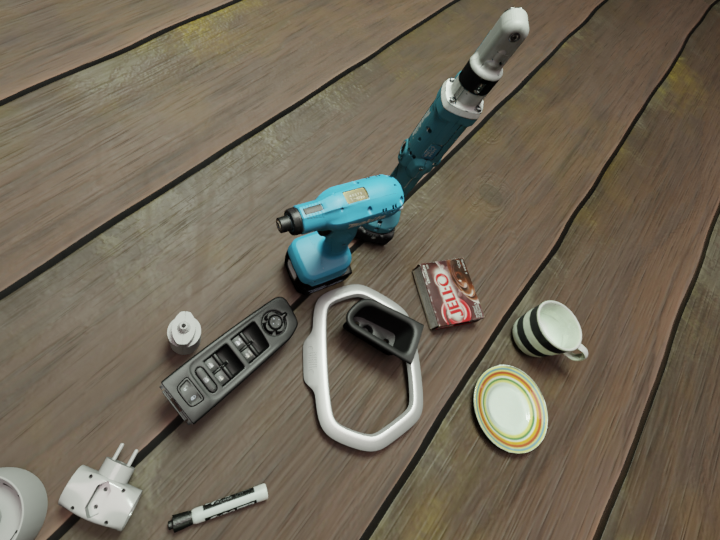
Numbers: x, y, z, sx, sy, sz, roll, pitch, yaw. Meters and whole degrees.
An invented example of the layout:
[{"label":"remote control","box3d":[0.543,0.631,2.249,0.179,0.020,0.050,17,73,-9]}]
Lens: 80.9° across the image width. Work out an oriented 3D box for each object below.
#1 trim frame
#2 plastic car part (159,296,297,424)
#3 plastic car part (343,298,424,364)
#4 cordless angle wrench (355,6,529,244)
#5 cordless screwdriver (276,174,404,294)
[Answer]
[{"label":"trim frame","box3d":[0.004,0.138,0.645,0.180,0.027,0.255,2,65,-15]},{"label":"plastic car part","box3d":[-0.170,0.117,0.583,0.067,0.067,0.200,47,62,5]},{"label":"plastic car part","box3d":[0.025,0.092,0.648,0.116,0.071,0.066,28,61,-3]},{"label":"cordless angle wrench","box3d":[0.083,-0.164,0.586,0.073,0.424,0.100,15,64,-15]},{"label":"cordless screwdriver","box3d":[-0.057,-0.037,0.585,0.155,0.249,0.076,-19,76,-26]}]
